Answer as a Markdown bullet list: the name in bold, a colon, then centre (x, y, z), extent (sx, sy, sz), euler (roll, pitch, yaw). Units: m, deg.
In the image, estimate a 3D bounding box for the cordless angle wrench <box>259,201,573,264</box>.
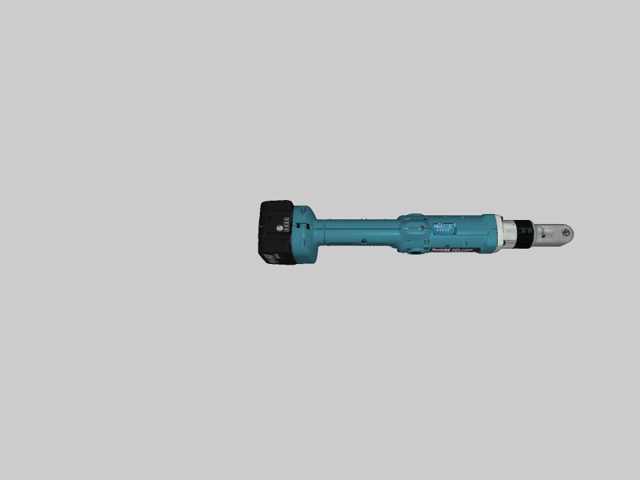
- **cordless angle wrench**: centre (0.130, -0.008, 0.588), extent (0.423, 0.074, 0.098), euler (0, -15, 3)
